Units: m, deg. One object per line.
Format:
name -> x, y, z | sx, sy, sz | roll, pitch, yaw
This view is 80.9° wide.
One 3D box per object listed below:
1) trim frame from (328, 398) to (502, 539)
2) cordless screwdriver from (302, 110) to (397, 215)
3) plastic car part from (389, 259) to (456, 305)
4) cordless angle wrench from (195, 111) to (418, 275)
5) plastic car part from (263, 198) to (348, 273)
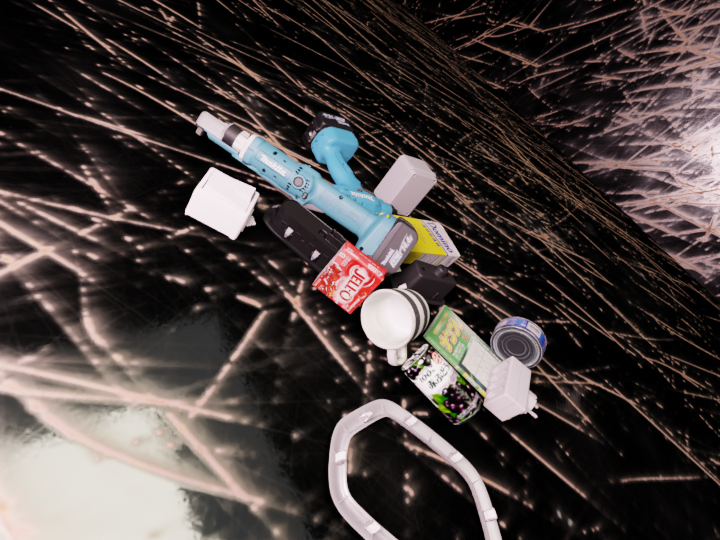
trim frame -> 0.069, 0.258, 0.482 | 0.248, 0.028, 0.183 | 39, 38, -1
cordless screwdriver -> -0.021, -0.205, 0.860 | 0.151, 0.075, 0.259 | 6, 51, -36
plastic car part -> 0.118, 0.016, 0.741 | 0.112, 0.071, 0.069 | 12, 46, -27
cordless angle wrench -> -0.101, -0.146, 0.717 | 0.425, 0.098, 0.074 | 35, 7, 3
plastic car part -> -0.065, -0.042, 0.664 | 0.204, 0.067, 0.066 | 36, 48, 2
